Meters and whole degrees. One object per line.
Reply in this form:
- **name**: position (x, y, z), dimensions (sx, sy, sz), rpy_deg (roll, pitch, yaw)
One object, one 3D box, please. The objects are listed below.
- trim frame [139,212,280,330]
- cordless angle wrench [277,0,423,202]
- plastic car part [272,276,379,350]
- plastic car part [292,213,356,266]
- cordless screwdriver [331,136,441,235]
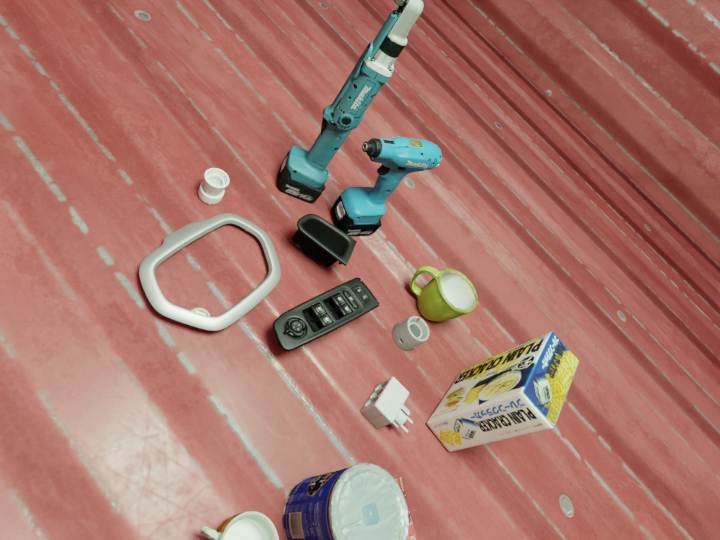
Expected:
- **trim frame**: position (-0.237, -0.007, 0.695), dimensions (0.185, 0.028, 0.245), rpy_deg (43, 47, 2)
- **cordless angle wrench**: position (-0.027, -0.279, 0.745), dimensions (0.094, 0.427, 0.076), rpy_deg (21, 52, -22)
- **plastic car part**: position (-0.066, 0.078, 0.712), dimensions (0.196, 0.068, 0.068), rpy_deg (-23, 74, -40)
- **plastic car part**: position (-0.078, -0.051, 0.794), dimensions (0.115, 0.071, 0.066), rpy_deg (33, 48, -8)
- **cordless screwdriver**: position (0.020, -0.160, 0.809), dimensions (0.152, 0.251, 0.077), rpy_deg (-2, 63, -35)
